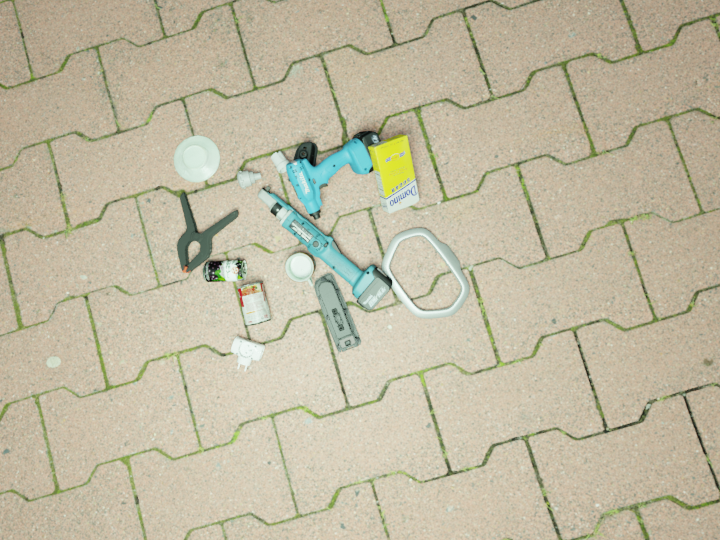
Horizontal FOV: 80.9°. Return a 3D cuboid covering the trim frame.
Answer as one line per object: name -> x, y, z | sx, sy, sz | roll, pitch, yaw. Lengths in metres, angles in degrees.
trim frame -> 0.167, 0.009, 1.090 | 0.184, 0.027, 0.252 | -36, 83, 1

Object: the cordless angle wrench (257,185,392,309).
cordless angle wrench -> -0.106, -0.070, 1.088 | 0.430, 0.073, 0.098 | 41, 100, 8

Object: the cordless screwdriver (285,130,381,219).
cordless screwdriver -> -0.052, -0.245, 1.076 | 0.246, 0.077, 0.154 | -27, 111, -9

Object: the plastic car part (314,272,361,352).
plastic car part -> -0.066, 0.108, 1.080 | 0.067, 0.066, 0.205 | -22, 83, 7

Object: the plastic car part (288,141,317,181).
plastic car part -> -0.149, -0.288, 1.107 | 0.066, 0.071, 0.116 | 11, 90, -1
